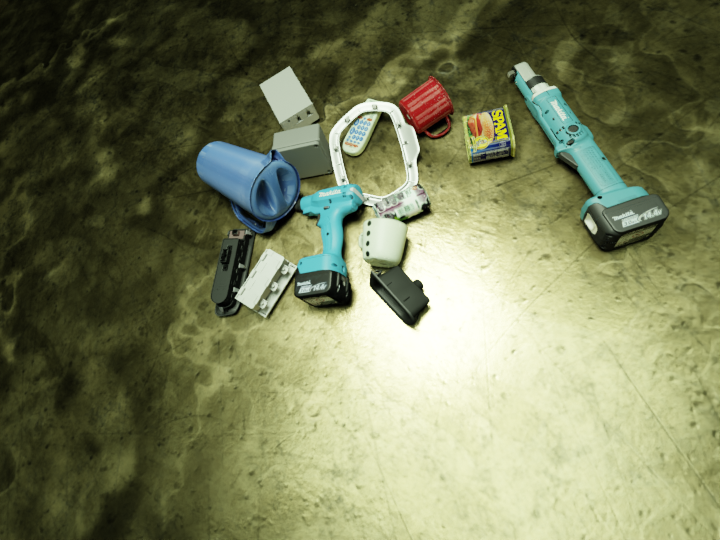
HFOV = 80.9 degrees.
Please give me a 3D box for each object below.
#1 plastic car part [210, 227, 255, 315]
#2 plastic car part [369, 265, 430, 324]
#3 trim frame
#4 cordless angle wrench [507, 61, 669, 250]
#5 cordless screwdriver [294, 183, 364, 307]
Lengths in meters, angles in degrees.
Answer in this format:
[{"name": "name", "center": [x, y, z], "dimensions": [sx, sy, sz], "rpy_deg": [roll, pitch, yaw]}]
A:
[{"name": "plastic car part", "center": [-0.279, -0.004, 0.911], "dimensions": [0.068, 0.065, 0.206], "rpy_deg": [1, 71, 10]}, {"name": "plastic car part", "center": [0.078, 0.038, 0.771], "dimensions": [0.070, 0.064, 0.122], "rpy_deg": [-38, 66, -16]}, {"name": "trim frame", "center": [0.029, -0.252, 0.902], "dimensions": [0.187, 0.026, 0.254], "rpy_deg": [-14, 72, 10]}, {"name": "cordless angle wrench", "center": [0.383, -0.240, 0.772], "dimensions": [0.099, 0.071, 0.439], "rpy_deg": [-21, 61, 9]}, {"name": "cordless screwdriver", "center": [-0.083, -0.055, 0.853], "dimensions": [0.166, 0.070, 0.253], "rpy_deg": [-7, 64, 31]}]
